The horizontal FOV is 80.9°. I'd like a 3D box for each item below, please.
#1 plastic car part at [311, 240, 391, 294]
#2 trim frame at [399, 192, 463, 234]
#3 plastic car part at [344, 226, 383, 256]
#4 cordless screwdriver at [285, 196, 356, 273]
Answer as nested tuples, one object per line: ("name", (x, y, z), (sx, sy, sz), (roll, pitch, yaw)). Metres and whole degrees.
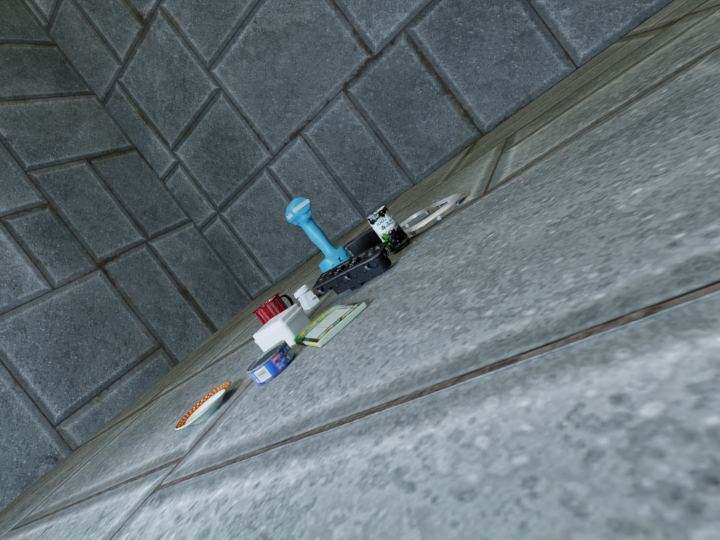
("plastic car part", (-0.013, 0.004, 0.907), (0.207, 0.067, 0.065), (-32, 7, 34))
("trim frame", (0.160, -0.133, 1.084), (0.181, 0.027, 0.254), (-41, 9, -28))
("plastic car part", (0.019, -0.076, 1.220), (0.118, 0.070, 0.066), (-36, 5, 15))
("cordless screwdriver", (-0.105, -0.069, 1.079), (0.073, 0.248, 0.162), (-38, 4, -18))
